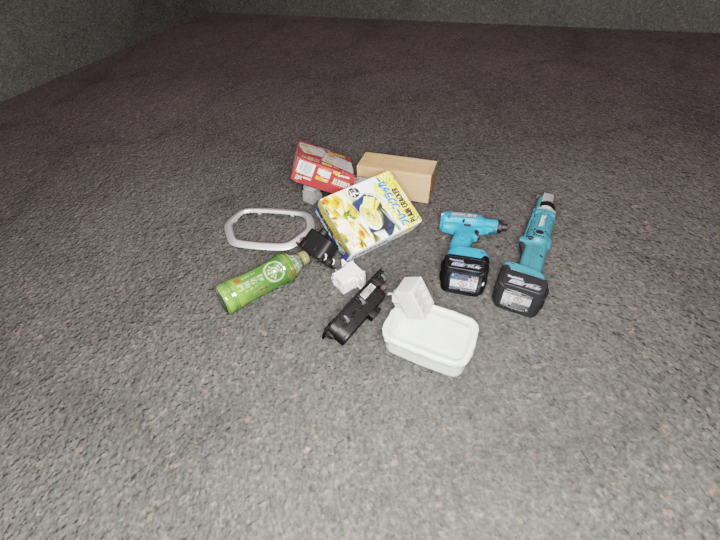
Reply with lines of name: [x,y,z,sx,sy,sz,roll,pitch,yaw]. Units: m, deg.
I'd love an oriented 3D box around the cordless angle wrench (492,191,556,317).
cordless angle wrench: [0.406,-0.068,0.981,0.102,0.072,0.420,17,46,21]

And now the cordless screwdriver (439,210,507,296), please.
cordless screwdriver: [0.262,-0.050,0.974,0.163,0.072,0.252,5,41,10]

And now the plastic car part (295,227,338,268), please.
plastic car part: [-0.099,-0.065,1.014,0.123,0.062,0.071,39,93,37]

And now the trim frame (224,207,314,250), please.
trim frame: [-0.244,-0.116,1.128,0.253,0.026,0.188,2,45,11]

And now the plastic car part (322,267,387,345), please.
plastic car part: [-0.004,0.084,0.874,0.068,0.066,0.199,44,57,8]
